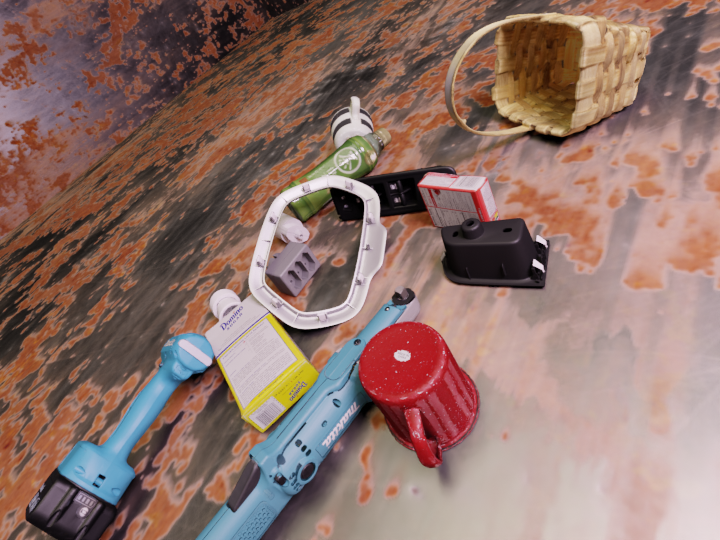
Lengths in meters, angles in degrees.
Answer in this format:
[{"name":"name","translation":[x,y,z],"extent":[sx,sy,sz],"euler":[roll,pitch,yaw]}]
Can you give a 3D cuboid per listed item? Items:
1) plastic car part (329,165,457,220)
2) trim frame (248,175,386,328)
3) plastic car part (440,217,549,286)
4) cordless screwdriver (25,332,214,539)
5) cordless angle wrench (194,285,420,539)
[{"name":"plastic car part","translation":[0.054,-0.121,0.643],"extent":[0.213,0.065,0.065],"euler":[0,22,37]},{"name":"trim frame","translation":[-0.058,-0.038,0.592],"extent":[0.188,0.026,0.253],"euler":[5,60,12]},{"name":"plastic car part","translation":[0.138,-0.027,0.467],"extent":[0.122,0.067,0.066],"euler":[1,47,33]},{"name":"cordless screwdriver","translation":[-0.288,0.190,0.531],"extent":[0.164,0.072,0.249],"euler":[-20,34,53]},{"name":"cordless angle wrench","translation":[-0.067,0.173,0.395],"extent":[0.078,0.093,0.419],"euler":[15,54,45]}]
